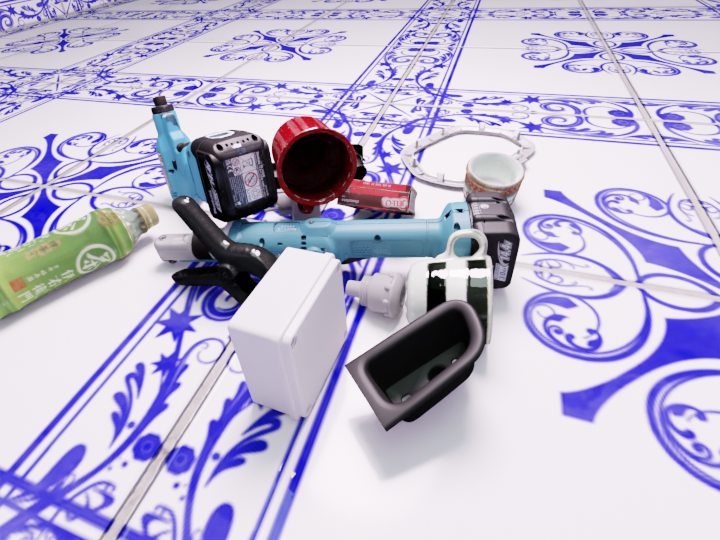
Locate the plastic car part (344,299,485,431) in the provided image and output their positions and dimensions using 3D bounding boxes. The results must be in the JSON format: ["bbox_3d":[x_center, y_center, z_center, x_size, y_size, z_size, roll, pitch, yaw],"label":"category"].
[{"bbox_3d":[0.057,0.086,0.361,0.116,0.067,0.070,-32,46,-7],"label":"plastic car part"}]

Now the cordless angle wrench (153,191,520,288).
[{"bbox_3d":[-0.049,-0.032,0.500,0.430,0.094,0.076,0,43,10],"label":"cordless angle wrench"}]

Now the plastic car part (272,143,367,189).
[{"bbox_3d":[-0.071,-0.145,0.652,0.198,0.064,0.070,-24,54,-22],"label":"plastic car part"}]

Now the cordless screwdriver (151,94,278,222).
[{"bbox_3d":[-0.211,-0.155,0.558,0.072,0.154,0.263,-26,29,-33],"label":"cordless screwdriver"}]

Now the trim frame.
[{"bbox_3d":[0.185,-0.205,0.723,0.243,0.026,0.195,-30,47,-29],"label":"trim frame"}]
